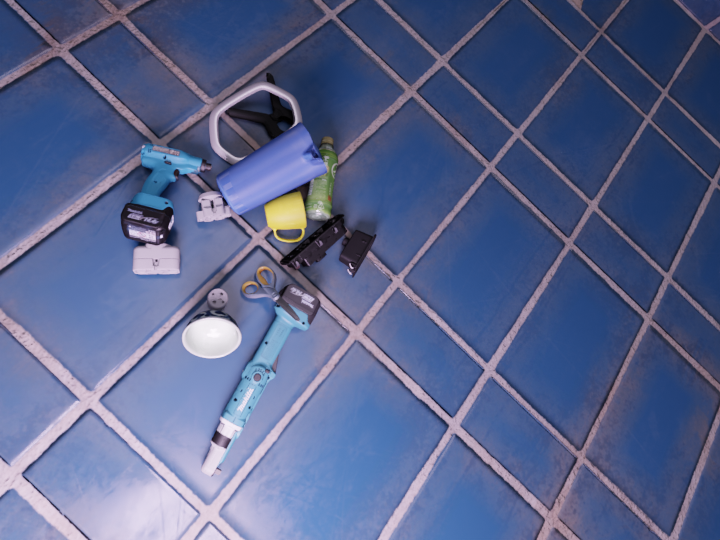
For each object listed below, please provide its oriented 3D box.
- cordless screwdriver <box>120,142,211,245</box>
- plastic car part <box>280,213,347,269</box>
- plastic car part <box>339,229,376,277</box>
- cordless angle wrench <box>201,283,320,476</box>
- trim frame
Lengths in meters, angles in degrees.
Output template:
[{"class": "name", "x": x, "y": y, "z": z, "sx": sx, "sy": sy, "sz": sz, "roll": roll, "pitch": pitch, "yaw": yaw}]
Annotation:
[{"class": "cordless screwdriver", "x": -0.433, "y": -0.177, "z": 0.951, "sx": 0.155, "sy": 0.074, "sz": 0.256, "roll": 9, "pitch": 56, "yaw": -15}, {"class": "plastic car part", "x": -0.102, "y": -0.067, "z": 1.042, "sx": 0.066, "sy": 0.068, "sz": 0.201, "roll": 47, "pitch": 68, "yaw": -13}, {"class": "plastic car part", "x": -0.016, "y": -0.053, "z": 1.068, "sx": 0.072, "sy": 0.065, "sz": 0.117, "roll": 25, "pitch": 66, "yaw": 5}, {"class": "cordless angle wrench", "x": -0.225, "y": 0.230, "z": 0.922, "sx": 0.097, "sy": 0.075, "sz": 0.424, "roll": 30, "pitch": 71, "yaw": -8}, {"class": "trim frame", "x": -0.267, "y": -0.371, "z": 1.074, "sx": 0.247, "sy": 0.028, "sz": 0.184, "roll": -36, "pitch": 91, "yaw": -10}]
